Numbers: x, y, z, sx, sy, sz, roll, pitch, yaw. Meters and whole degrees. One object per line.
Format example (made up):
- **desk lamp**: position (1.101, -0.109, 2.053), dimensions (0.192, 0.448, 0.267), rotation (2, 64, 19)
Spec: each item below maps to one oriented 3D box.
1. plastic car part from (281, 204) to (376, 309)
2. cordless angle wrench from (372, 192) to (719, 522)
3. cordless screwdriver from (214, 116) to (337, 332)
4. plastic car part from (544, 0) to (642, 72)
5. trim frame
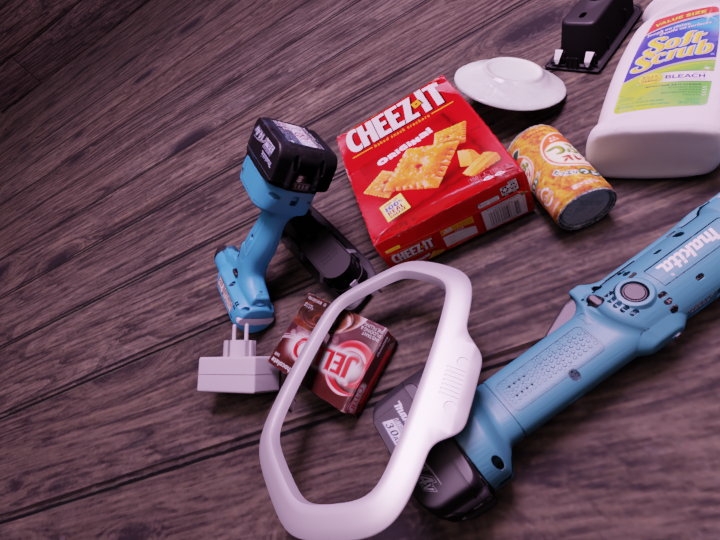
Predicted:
- **plastic car part**: position (-0.052, -0.034, 0.535), dimensions (0.066, 0.063, 0.215), rotation (-38, 49, -7)
- **cordless angle wrench**: position (0.206, 0.029, 0.324), dimensions (0.423, 0.070, 0.103), rotation (-37, 46, 2)
- **cordless screwdriver**: position (-0.128, -0.064, 0.529), dimensions (0.168, 0.071, 0.247), rotation (51, 125, 43)
- **plastic car part**: position (0.280, -0.303, 0.502), dimensions (0.070, 0.067, 0.116), rotation (33, 83, 40)
- **trim frame**: position (0.005, 0.086, 0.351), dimensions (0.192, 0.026, 0.249), rotation (-9, 41, 43)
